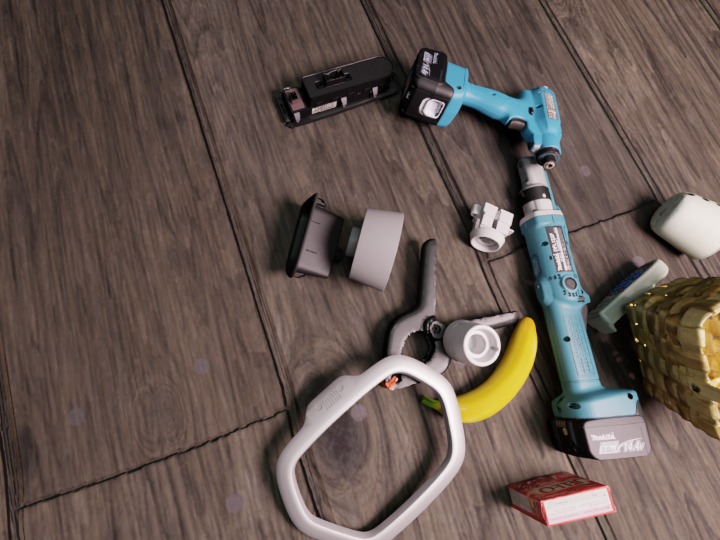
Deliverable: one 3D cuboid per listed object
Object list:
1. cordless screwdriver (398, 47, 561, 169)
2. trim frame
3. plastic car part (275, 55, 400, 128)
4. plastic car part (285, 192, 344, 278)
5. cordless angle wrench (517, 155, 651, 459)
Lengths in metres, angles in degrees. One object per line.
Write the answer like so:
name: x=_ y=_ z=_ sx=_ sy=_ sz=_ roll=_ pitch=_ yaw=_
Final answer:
cordless screwdriver: x=0.188 y=-0.243 z=0.649 sx=0.247 sy=0.073 sz=0.162 roll=13 pitch=57 yaw=-5
trim frame: x=0.016 y=0.218 z=0.514 sx=0.247 sy=0.027 sz=0.184 roll=-41 pitch=89 yaw=-6
plastic car part: x=-0.030 y=-0.293 z=0.666 sx=0.199 sy=0.066 sz=0.068 roll=-20 pitch=72 yaw=-14
plastic car part: x=-0.058 y=-0.038 z=0.589 sx=0.069 sy=0.067 sz=0.118 roll=15 pitch=75 yaw=-19
cordless angle wrench: x=0.281 y=0.026 z=0.595 sx=0.097 sy=0.074 sz=0.432 roll=-3 pitch=71 yaw=-9
